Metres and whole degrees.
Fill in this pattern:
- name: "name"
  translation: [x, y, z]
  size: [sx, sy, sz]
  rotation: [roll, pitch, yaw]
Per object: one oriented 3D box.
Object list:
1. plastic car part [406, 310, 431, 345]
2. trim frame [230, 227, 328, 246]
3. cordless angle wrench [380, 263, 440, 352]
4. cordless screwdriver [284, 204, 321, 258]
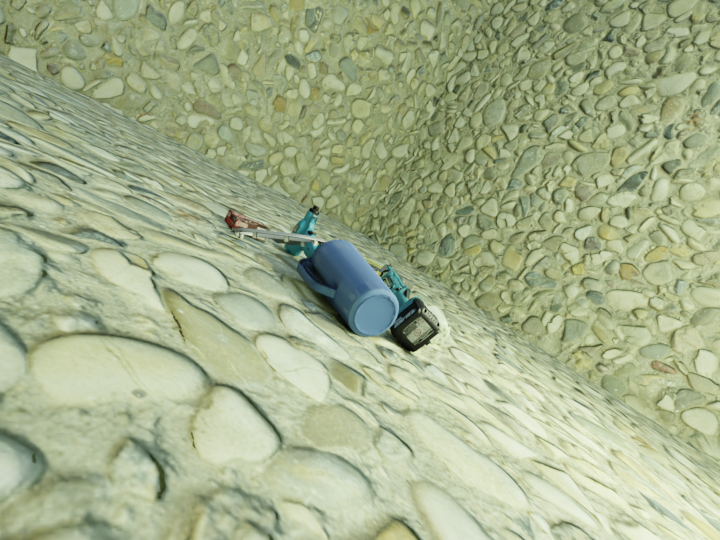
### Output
- name: "plastic car part"
  translation: [0.132, 0.136, 1.051]
  size: [0.065, 0.066, 0.210]
  rotation: [37, 4, -22]
- name: "trim frame"
  translation: [-0.198, -0.078, 1.032]
  size: [0.252, 0.027, 0.182]
  rotation: [5, 1, 6]
- name: "cordless angle wrench"
  translation: [0.096, 0.063, 1.099]
  size: [0.072, 0.098, 0.433]
  rotation: [46, 8, -17]
- name: "cordless screwdriver"
  translation: [-0.113, -0.074, 1.155]
  size: [0.070, 0.159, 0.263]
  rotation: [24, 11, -40]
